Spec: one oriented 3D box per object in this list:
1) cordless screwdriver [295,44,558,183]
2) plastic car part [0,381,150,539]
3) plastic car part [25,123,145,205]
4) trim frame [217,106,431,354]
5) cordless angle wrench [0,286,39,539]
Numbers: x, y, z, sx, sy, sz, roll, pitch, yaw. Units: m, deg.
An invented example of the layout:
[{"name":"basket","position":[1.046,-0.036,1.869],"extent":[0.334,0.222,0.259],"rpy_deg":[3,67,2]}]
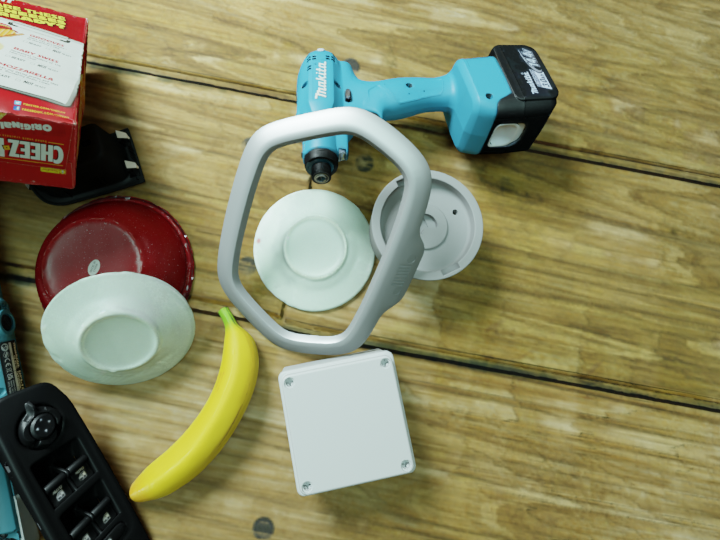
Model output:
[{"name":"cordless screwdriver","position":[0.059,-0.154,0.426],"extent":[0.249,0.072,0.164],"rpy_deg":[-1,60,-1]},{"name":"plastic car part","position":[-0.259,0.192,0.371],"extent":[0.069,0.065,0.200],"rpy_deg":[-14,101,32]},{"name":"plastic car part","position":[-0.292,-0.110,0.425],"extent":[0.115,0.071,0.067],"rpy_deg":[-20,82,-9]},{"name":"trim frame","position":[-0.038,-0.025,0.390],"extent":[0.186,0.027,0.246],"rpy_deg":[22,112,5]},{"name":"cordless angle wrench","position":[-0.358,0.054,0.394],"extent":[0.074,0.098,0.425],"rpy_deg":[-14,86,-8]}]
